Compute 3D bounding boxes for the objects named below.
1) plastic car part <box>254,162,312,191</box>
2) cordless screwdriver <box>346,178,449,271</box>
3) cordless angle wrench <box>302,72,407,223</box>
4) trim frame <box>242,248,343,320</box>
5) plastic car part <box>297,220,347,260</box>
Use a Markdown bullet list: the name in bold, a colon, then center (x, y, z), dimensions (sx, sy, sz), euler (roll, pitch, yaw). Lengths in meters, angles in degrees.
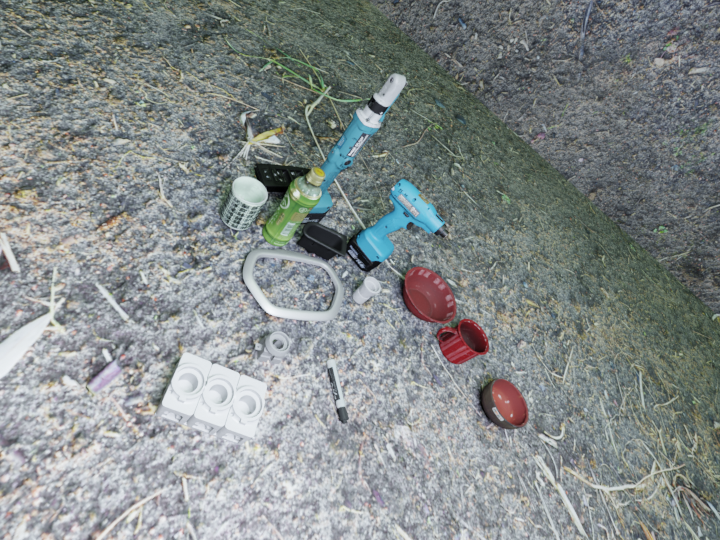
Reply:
- **plastic car part**: center (-0.184, -0.226, 1.079), dimensions (0.194, 0.067, 0.069), euler (-11, 64, -41)
- **cordless screwdriver**: center (0.082, -0.083, 1.008), dimensions (0.161, 0.251, 0.073), euler (49, 42, 6)
- **cordless angle wrench**: center (-0.039, -0.258, 0.942), dimensions (0.093, 0.427, 0.077), euler (-4, 61, -40)
- **trim frame**: center (-0.141, 0.027, 0.923), dimensions (0.237, 0.028, 0.191), euler (7, 51, -31)
- **plastic car part**: center (-0.098, -0.064, 0.999), dimensions (0.113, 0.071, 0.068), euler (24, 45, -18)
